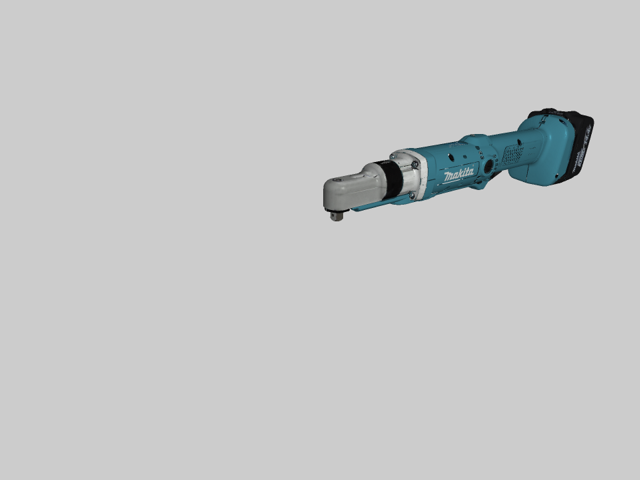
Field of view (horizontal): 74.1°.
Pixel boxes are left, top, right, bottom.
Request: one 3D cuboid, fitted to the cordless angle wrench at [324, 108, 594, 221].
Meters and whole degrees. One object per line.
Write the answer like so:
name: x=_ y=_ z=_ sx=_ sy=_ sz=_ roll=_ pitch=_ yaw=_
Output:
cordless angle wrench: x=0.178 y=-0.091 z=0.505 sx=0.422 sy=0.098 sz=0.074 roll=-16 pitch=30 yaw=-31
